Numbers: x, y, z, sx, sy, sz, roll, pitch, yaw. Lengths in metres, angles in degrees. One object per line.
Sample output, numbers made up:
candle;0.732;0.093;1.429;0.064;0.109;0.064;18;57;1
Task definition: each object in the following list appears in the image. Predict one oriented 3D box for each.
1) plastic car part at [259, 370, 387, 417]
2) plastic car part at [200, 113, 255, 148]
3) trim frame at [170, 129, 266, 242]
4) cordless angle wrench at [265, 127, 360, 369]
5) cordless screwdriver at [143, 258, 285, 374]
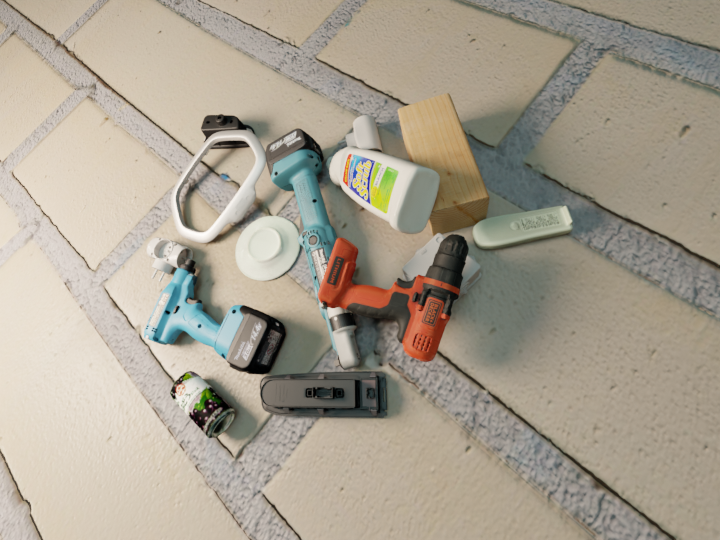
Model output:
plastic car part;-0.066;0.188;0.637;0.208;0.064;0.067;-5;76;17
plastic car part;-0.285;-0.298;0.886;0.120;0.068;0.067;4;72;20
trim frame;-0.284;-0.170;0.837;0.193;0.026;0.248;37;92;26
cordless angle wrench;-0.071;-0.046;0.723;0.100;0.071;0.436;-25;67;19
cordless screwdriver;-0.249;0.074;0.729;0.259;0.071;0.160;12;73;24
